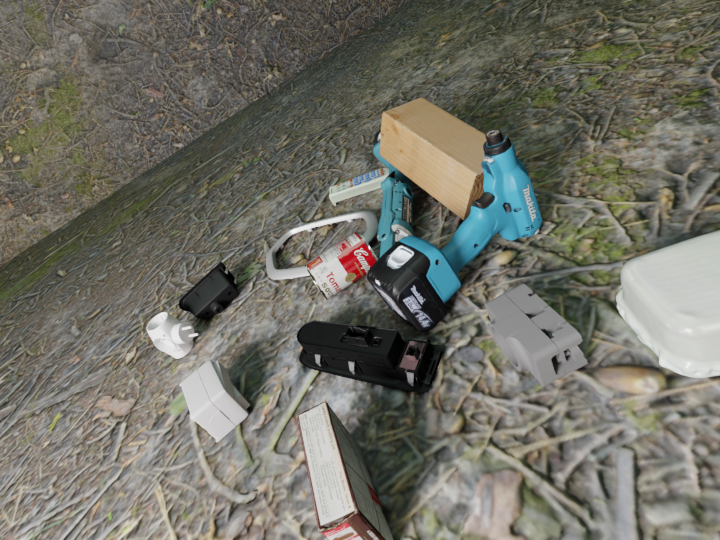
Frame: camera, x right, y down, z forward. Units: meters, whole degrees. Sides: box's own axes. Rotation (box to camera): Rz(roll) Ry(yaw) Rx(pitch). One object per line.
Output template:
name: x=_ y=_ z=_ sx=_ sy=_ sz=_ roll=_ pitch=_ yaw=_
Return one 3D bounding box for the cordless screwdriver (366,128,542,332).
cordless screwdriver: x=0.120 y=-0.051 z=0.539 sx=0.247 sy=0.152 sz=0.078 roll=-39 pitch=33 yaw=-9

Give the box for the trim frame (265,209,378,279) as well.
trim frame: x=-0.079 y=-0.052 z=0.809 sx=0.257 sy=0.026 sz=0.186 roll=-12 pitch=39 yaw=29

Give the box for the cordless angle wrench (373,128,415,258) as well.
cordless angle wrench: x=0.064 y=-0.127 z=0.745 sx=0.076 sy=0.094 sz=0.432 roll=-34 pitch=33 yaw=34

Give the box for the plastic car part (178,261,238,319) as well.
plastic car part: x=-0.282 y=0.052 z=0.812 sx=0.075 sy=0.063 sz=0.116 roll=31 pitch=69 yaw=39

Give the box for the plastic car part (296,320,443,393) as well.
plastic car part: x=-0.008 y=0.099 z=0.534 sx=0.212 sy=0.064 sz=0.067 roll=-3 pitch=49 yaw=40
